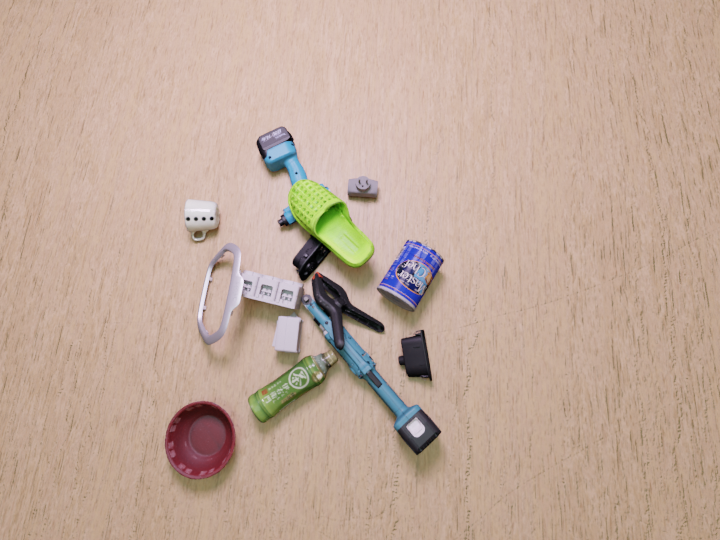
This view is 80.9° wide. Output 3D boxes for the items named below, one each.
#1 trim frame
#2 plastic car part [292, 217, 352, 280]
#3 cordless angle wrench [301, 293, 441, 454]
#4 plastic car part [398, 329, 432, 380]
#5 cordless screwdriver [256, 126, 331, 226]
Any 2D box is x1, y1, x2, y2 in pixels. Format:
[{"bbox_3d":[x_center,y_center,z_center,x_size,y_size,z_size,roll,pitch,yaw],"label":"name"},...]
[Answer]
[{"bbox_3d":[-0.338,0.053,1.016,0.192,0.026,0.251,-8,67,47],"label":"trim frame"},{"bbox_3d":[-0.104,-0.068,1.068,0.070,0.064,0.203,31,79,19],"label":"plastic car part"},{"bbox_3d":[0.003,0.217,0.974,0.074,0.095,0.437,-40,72,-8],"label":"cordless angle wrench"},{"bbox_3d":[0.123,0.199,0.983,0.073,0.063,0.118,-8,78,16],"label":"plastic car part"},{"bbox_3d":[-0.198,-0.245,1.119,0.158,0.073,0.254,-32,79,-5],"label":"cordless screwdriver"}]
